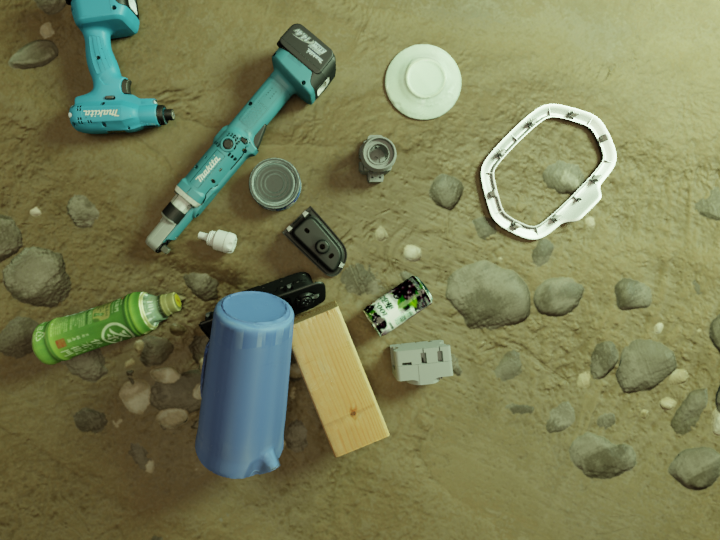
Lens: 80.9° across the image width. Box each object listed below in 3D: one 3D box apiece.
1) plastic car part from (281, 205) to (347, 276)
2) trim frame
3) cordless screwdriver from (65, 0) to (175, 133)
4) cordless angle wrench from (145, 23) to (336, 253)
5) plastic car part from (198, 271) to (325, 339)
[{"bbox_3d":[-0.067,-0.044,0.681,0.066,0.071,0.117,-43,88,-1],"label":"plastic car part"},{"bbox_3d":[0.317,-0.168,0.709,0.248,0.027,0.184,-44,91,-3],"label":"trim frame"},{"bbox_3d":[-0.388,-0.349,0.683,0.159,0.075,0.248,-3,93,-2],"label":"cordless screwdriver"},{"bbox_3d":[-0.206,-0.199,0.685,0.098,0.074,0.423,40,91,-2],"label":"cordless angle wrench"},{"bbox_3d":[-0.153,0.054,0.683,0.203,0.070,0.063,-17,132,1],"label":"plastic car part"}]
